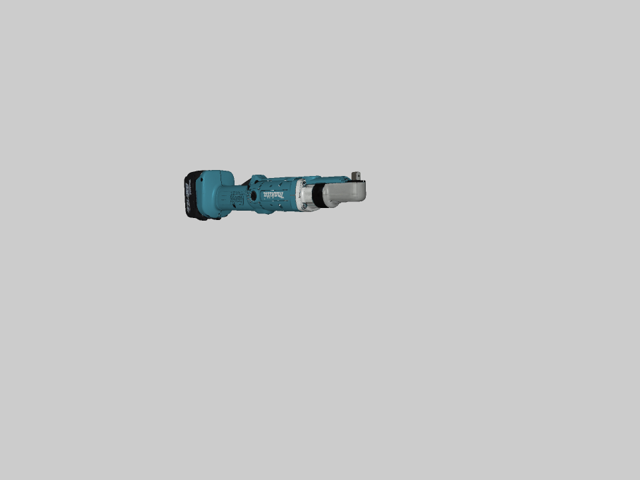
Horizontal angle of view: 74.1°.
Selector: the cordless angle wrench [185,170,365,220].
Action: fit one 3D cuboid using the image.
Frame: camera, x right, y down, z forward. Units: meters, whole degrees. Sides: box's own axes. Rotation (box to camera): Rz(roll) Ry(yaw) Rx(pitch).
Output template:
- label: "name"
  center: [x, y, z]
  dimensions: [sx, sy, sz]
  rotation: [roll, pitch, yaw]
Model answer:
- label: "cordless angle wrench"
  center: [-0.093, -0.077, 0.718]
  dimensions: [0.423, 0.098, 0.074]
  rotation: [5, 8, 44]
